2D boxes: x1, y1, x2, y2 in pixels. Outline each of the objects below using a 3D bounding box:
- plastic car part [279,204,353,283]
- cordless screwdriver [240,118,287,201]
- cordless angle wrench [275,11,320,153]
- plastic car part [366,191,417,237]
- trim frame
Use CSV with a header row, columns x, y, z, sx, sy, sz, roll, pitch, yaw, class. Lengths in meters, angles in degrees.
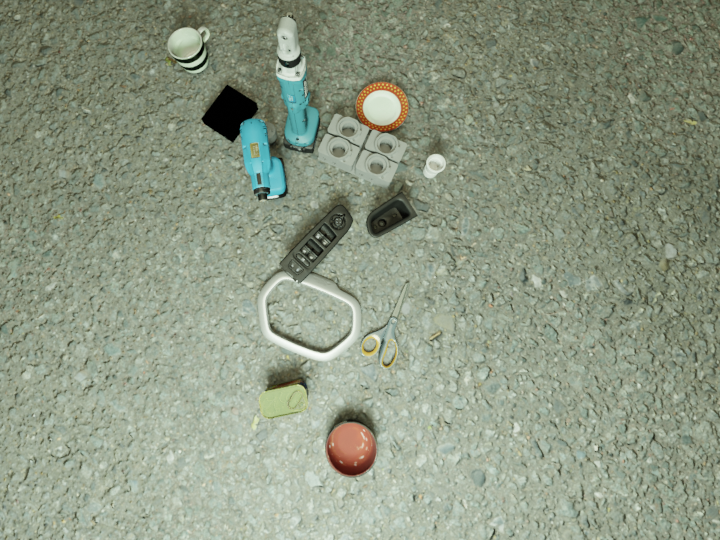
x,y,z,sx,sy,sz,roll,pitch,yaw,class
-0.095,-0.062,0.975,0.067,0.066,0.202,42,85,3,plastic car part
-0.204,-0.201,0.907,0.074,0.247,0.160,-9,85,-4,cordless screwdriver
-0.128,-0.349,0.839,0.074,0.421,0.098,13,85,-3,cordless angle wrench
0.060,-0.118,0.977,0.116,0.070,0.067,-32,86,-4,plastic car part
-0.118,0.100,0.972,0.250,0.027,0.184,21,83,4,trim frame
